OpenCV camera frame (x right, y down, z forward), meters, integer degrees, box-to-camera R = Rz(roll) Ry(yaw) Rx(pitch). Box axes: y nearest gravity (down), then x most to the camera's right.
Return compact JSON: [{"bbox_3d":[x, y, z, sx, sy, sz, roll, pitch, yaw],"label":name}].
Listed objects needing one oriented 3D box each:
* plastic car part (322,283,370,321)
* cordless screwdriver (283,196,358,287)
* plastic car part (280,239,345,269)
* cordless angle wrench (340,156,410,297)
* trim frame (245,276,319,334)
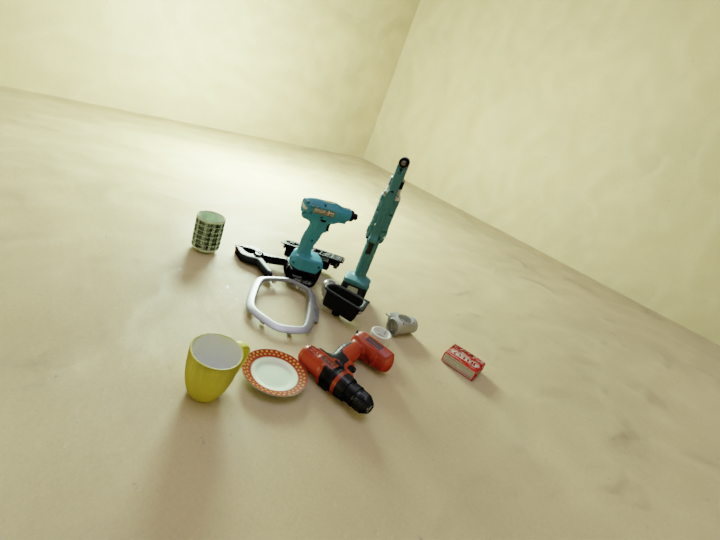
[{"bbox_3d":[-0.046,0.088,1.084,0.120,0.070,0.064,26,22,16],"label":"plastic car part"},{"bbox_3d":[-0.115,-0.075,1.173,0.153,0.246,0.078,12,23,-22],"label":"cordless screwdriver"},{"bbox_3d":[-0.154,-0.045,1.311,0.205,0.066,0.066,22,22,6],"label":"plastic car part"},{"bbox_3d":[0.043,-0.103,1.137,0.075,0.419,0.097,24,21,6],"label":"cordless angle wrench"},{"bbox_3d":[-0.188,0.081,1.044,0.182,0.027,0.254,16,22,-9],"label":"trim frame"}]
